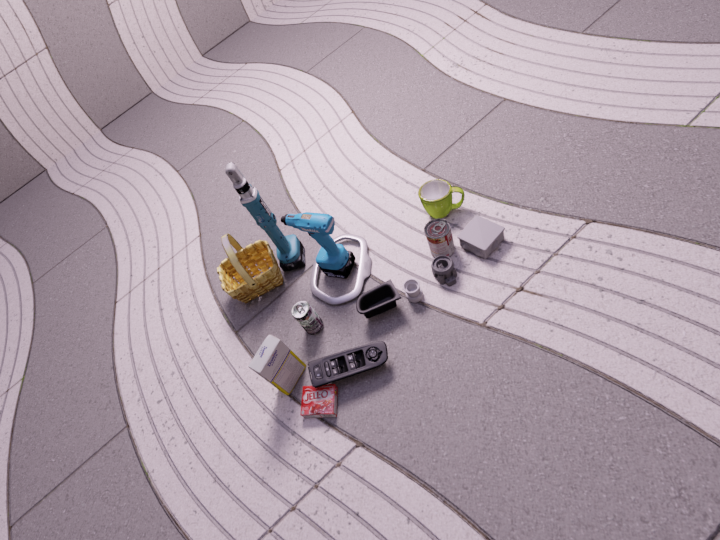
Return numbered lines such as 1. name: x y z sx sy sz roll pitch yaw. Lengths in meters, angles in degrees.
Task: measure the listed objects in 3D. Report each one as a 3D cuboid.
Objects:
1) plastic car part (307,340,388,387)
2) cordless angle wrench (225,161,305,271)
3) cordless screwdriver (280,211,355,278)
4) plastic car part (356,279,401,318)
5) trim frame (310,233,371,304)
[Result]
1. plastic car part: -0.024 0.236 1.048 0.205 0.063 0.069 -22 50 8
2. cordless angle wrench: -0.273 -0.148 1.221 0.075 0.401 0.101 -15 51 11
3. cordless screwdriver: -0.118 -0.077 1.208 0.167 0.236 0.075 10 59 28
4. plastic car part: 0.048 0.088 1.122 0.117 0.067 0.069 -28 49 3
5. trim frame: -0.059 -0.008 1.269 0.190 0.026 0.254 -6 54 21
